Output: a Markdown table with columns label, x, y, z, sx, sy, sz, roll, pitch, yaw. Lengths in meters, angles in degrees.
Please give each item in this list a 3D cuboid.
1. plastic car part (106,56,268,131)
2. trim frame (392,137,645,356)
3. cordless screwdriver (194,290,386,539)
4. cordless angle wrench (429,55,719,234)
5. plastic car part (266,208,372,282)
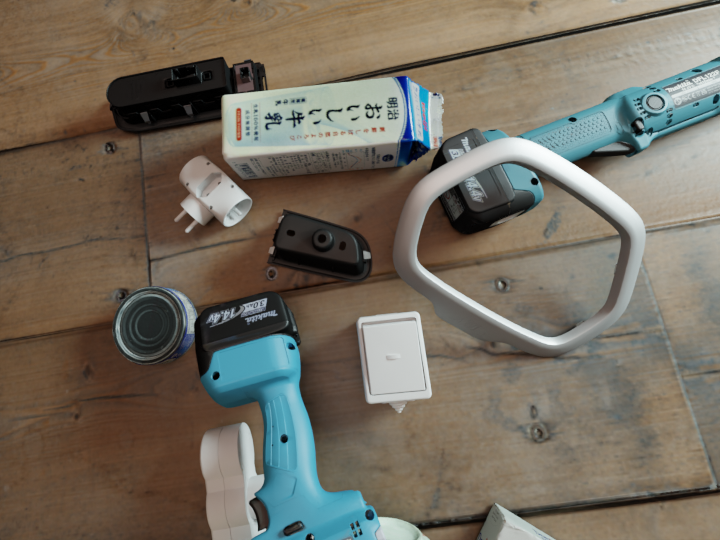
| label | x | y | z | sx | sy | sz | roll | pitch | yaw |
| --- | --- | --- | --- | --- | --- | --- | --- | --- | --- |
| plastic car part | -0.218 | -0.216 | 0.514 | 0.205 | 0.066 | 0.067 | -10 | 87 | 7 |
| trim frame | 0.149 | -0.012 | 0.396 | 0.243 | 0.028 | 0.184 | 29 | 105 | -12 |
| cordless screwdriver | -0.096 | 0.152 | 0.371 | 0.157 | 0.072 | 0.260 | -21 | 60 | -10 |
| cordless angle wrench | 0.286 | -0.157 | 0.437 | 0.423 | 0.073 | 0.100 | -21 | 79 | 0 |
| plastic car part | -0.044 | -0.029 | 0.448 | 0.119 | 0.069 | 0.066 | 14 | 83 | 11 |
